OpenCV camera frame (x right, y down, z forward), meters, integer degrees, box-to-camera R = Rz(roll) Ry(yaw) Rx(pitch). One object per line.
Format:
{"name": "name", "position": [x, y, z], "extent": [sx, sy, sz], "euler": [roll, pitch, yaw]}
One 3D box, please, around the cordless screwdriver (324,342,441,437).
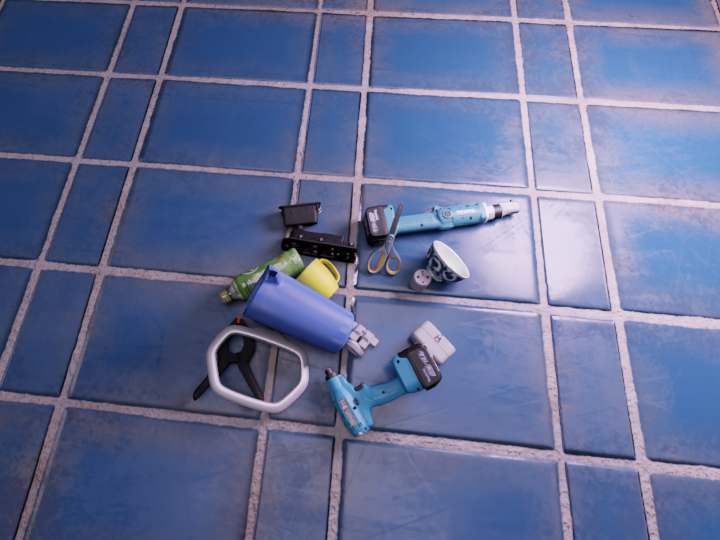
{"name": "cordless screwdriver", "position": [0.046, 0.244, 0.958], "extent": [0.250, 0.071, 0.164], "euler": [-34, 71, 7]}

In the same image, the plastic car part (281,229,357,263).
{"name": "plastic car part", "position": [-0.109, -0.071, 1.115], "extent": [0.204, 0.064, 0.068], "euler": [6, 60, 3]}

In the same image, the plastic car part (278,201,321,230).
{"name": "plastic car part", "position": [-0.161, -0.145, 1.152], "extent": [0.117, 0.065, 0.071], "euler": [-9, 84, 1]}

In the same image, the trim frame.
{"name": "trim frame", "position": [-0.240, 0.225, 0.994], "extent": [0.247, 0.027, 0.186], "euler": [18, 65, -3]}

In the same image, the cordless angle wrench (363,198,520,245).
{"name": "cordless angle wrench", "position": [0.223, -0.141, 1.131], "extent": [0.420, 0.073, 0.100], "euler": [-8, 70, -4]}
